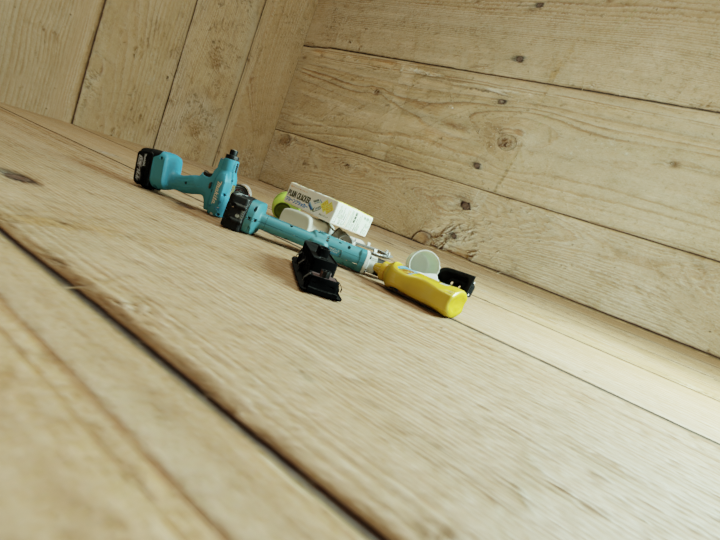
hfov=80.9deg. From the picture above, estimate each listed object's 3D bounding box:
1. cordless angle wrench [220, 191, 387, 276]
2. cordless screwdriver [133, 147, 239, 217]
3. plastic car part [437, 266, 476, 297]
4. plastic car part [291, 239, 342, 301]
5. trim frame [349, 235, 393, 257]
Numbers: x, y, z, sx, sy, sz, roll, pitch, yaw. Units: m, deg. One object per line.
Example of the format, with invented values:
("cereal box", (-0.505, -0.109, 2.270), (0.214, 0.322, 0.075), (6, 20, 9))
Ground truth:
("cordless angle wrench", (-0.090, -0.059, 0.925), (0.421, 0.074, 0.099), (22, 9, -3))
("cordless screwdriver", (-0.408, -0.238, 1.007), (0.255, 0.158, 0.073), (20, 7, 13))
("plastic car part", (0.267, 0.037, 1.170), (0.067, 0.066, 0.123), (33, -6, -42))
("plastic car part", (-0.076, -0.011, 0.701), (0.065, 0.067, 0.209), (11, 8, -16))
("trim frame", (-0.004, -0.088, 1.411), (0.244, 0.027, 0.188), (17, 9, -10))
